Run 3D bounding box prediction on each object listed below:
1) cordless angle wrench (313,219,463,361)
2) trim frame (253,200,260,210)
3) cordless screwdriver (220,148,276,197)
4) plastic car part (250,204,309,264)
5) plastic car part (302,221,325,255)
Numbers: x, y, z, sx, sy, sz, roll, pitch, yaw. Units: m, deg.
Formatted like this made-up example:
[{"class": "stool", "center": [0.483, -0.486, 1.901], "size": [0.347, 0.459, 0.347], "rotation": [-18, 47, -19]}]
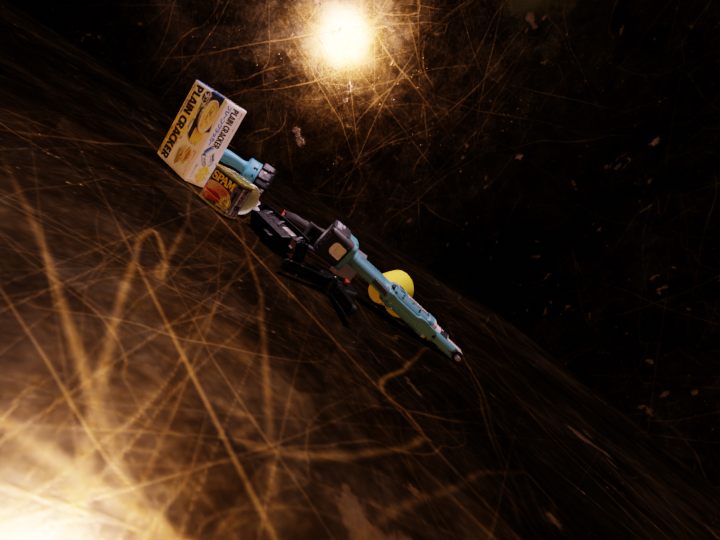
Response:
[{"class": "cordless angle wrench", "center": [0.074, 0.058, 0.952], "size": [0.419, 0.075, 0.098], "rotation": [43, 13, -5]}, {"class": "trim frame", "center": [-0.371, -0.234, 1.205], "size": [0.174, 0.027, 0.262], "rotation": [28, 9, -37]}, {"class": "cordless screwdriver", "center": [-0.373, -0.304, 1.207], "size": [0.239, 0.075, 0.165], "rotation": [34, -24, -23]}, {"class": "plastic car part", "center": [-0.192, -0.084, 0.942], "size": [0.064, 0.065, 0.215], "rotation": [-6, 33, -34]}, {"class": "plastic car part", "center": [-0.114, -0.075, 1.169], "size": [0.114, 0.066, 0.073], "rotation": [36, -6, -13]}]
